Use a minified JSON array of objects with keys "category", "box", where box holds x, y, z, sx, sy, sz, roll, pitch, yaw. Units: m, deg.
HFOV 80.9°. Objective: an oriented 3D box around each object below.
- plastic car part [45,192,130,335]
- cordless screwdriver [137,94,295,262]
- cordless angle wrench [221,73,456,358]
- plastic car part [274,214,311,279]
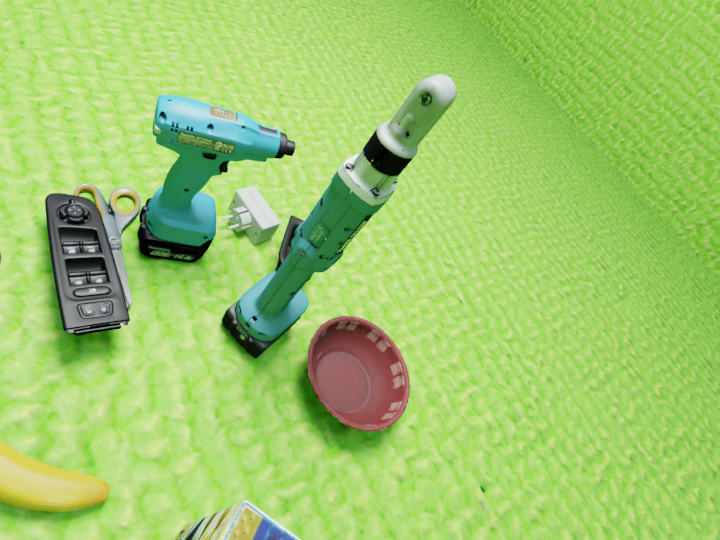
[{"category":"plastic car part","box":[-0.339,-0.008,0.515,0.063,0.067,0.210,-9,61,-37]},{"category":"cordless screwdriver","box":[-0.198,-0.105,0.548,0.152,0.250,0.077,8,55,-29]},{"category":"cordless angle wrench","box":[-0.045,-0.029,0.458,0.075,0.426,0.096,47,45,3]},{"category":"plastic car part","box":[-0.105,-0.017,0.661,0.064,0.071,0.118,26,46,-14]}]
